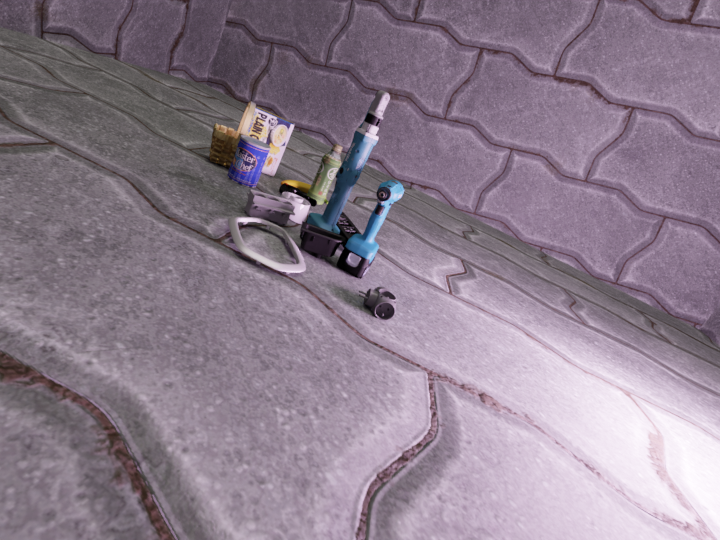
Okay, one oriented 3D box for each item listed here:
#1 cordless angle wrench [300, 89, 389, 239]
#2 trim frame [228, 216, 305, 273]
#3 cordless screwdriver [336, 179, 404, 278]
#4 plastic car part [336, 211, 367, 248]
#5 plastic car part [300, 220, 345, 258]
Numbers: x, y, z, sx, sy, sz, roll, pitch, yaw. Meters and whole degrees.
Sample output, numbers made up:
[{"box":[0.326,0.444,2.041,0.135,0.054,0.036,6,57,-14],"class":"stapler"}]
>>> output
[{"box":[-0.030,-0.244,1.066,0.070,0.421,0.103,11,25,-40],"class":"cordless angle wrench"},{"box":[-0.214,-0.063,0.975,0.176,0.027,0.262,13,23,-30],"class":"trim frame"},{"box":[0.024,-0.100,1.019,0.076,0.247,0.157,29,19,7],"class":"cordless screwdriver"},{"box":[-0.046,-0.107,1.226,0.063,0.067,0.214,12,23,-35],"class":"plastic car part"},{"box":[-0.103,-0.067,1.050,0.115,0.070,0.067,22,19,-9],"class":"plastic car part"}]
